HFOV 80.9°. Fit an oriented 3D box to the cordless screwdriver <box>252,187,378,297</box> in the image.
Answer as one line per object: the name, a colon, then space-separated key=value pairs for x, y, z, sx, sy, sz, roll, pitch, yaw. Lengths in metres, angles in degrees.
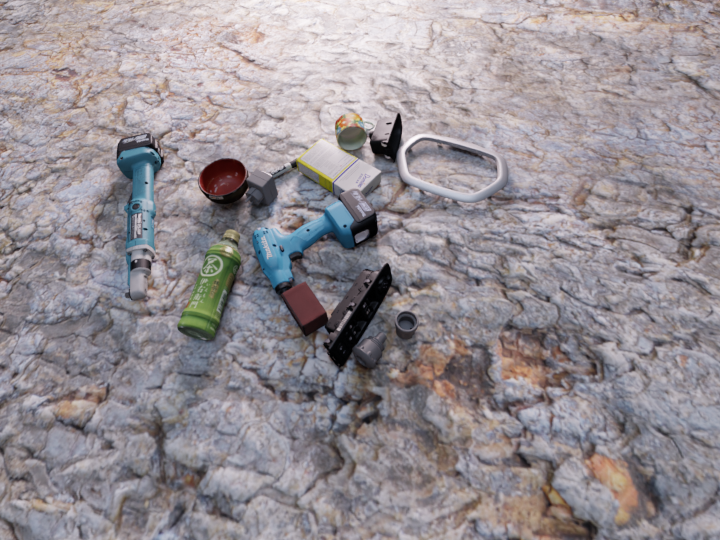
cordless screwdriver: x=-0.082 y=-0.054 z=0.841 sx=0.248 sy=0.071 sz=0.166 roll=-24 pitch=60 yaw=-4

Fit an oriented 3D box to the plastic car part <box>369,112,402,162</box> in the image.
plastic car part: x=0.055 y=-0.316 z=0.997 sx=0.073 sy=0.063 sz=0.118 roll=0 pitch=55 yaw=21

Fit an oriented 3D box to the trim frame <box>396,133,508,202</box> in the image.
trim frame: x=0.201 y=-0.233 z=0.943 sx=0.258 sy=0.026 sz=0.184 roll=20 pitch=64 yaw=20

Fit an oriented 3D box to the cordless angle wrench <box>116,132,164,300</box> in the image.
cordless angle wrench: x=-0.488 y=-0.127 z=0.938 sx=0.098 sy=0.072 sz=0.439 roll=-15 pitch=60 yaw=-4

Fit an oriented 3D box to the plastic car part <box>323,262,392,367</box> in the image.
plastic car part: x=-0.008 y=0.070 z=0.766 sx=0.071 sy=0.063 sz=0.202 roll=16 pitch=60 yaw=43
